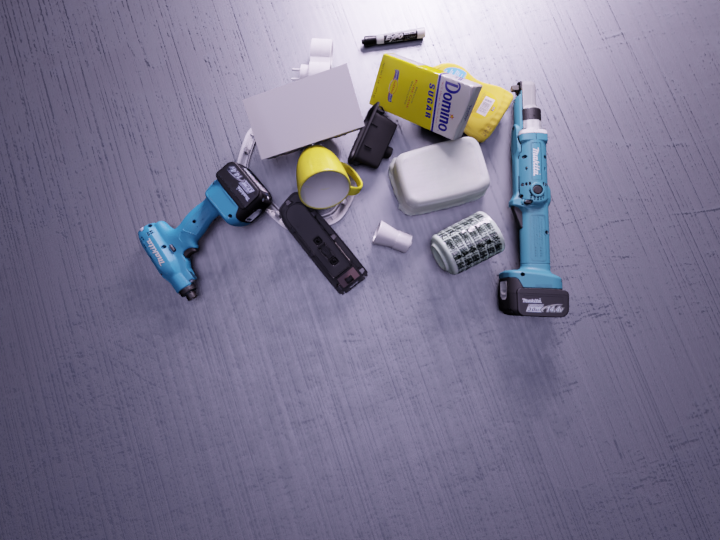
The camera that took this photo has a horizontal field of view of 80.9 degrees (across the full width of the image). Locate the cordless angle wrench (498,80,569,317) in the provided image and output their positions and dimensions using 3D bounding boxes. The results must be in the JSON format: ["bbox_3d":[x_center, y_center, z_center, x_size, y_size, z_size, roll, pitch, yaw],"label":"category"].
[{"bbox_3d":[0.297,-0.133,0.742,0.098,0.073,0.426,2,82,2],"label":"cordless angle wrench"}]

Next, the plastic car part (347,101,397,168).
[{"bbox_3d":[0.028,-0.237,0.779,0.070,0.067,0.116,21,90,-11],"label":"plastic car part"}]

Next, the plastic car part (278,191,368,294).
[{"bbox_3d":[-0.073,-0.048,0.748,0.067,0.066,0.203,-38,89,10],"label":"plastic car part"}]

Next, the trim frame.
[{"bbox_3d":[-0.123,-0.186,0.796,0.184,0.027,0.253,-43,81,-2],"label":"trim frame"}]

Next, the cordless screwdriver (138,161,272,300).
[{"bbox_3d":[-0.270,-0.070,0.763,0.250,0.073,0.161,-35,84,9],"label":"cordless screwdriver"}]
